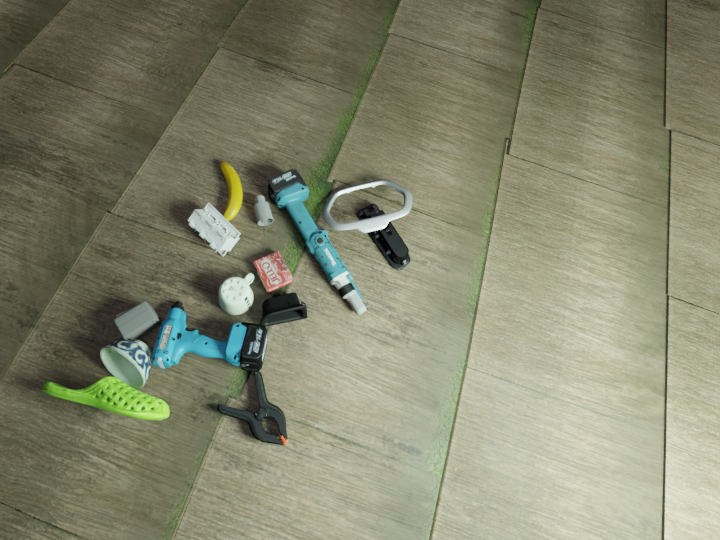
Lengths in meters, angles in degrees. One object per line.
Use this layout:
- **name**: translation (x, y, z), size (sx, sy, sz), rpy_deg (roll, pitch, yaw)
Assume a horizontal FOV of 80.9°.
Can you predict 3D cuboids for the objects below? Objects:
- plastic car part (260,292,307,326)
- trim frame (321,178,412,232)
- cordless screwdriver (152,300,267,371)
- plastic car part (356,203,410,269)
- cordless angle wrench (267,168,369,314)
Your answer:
- **plastic car part**: translation (-0.193, 0.088, 1.037), size (0.115, 0.064, 0.074), rpy_deg (-9, 55, -7)
- **trim frame**: translation (0.016, -0.176, 1.142), size (0.248, 0.026, 0.192), rpy_deg (-13, 48, 0)
- **cordless screwdriver**: translation (-0.342, 0.150, 0.982), size (0.248, 0.072, 0.164), rpy_deg (3, 51, -3)
- **plastic car part**: translation (0.072, -0.099, 1.138), size (0.065, 0.067, 0.208), rpy_deg (-24, 75, -24)
- **cordless angle wrench**: translation (-0.108, -0.071, 1.104), size (0.096, 0.073, 0.434), rpy_deg (-28, 75, -17)
